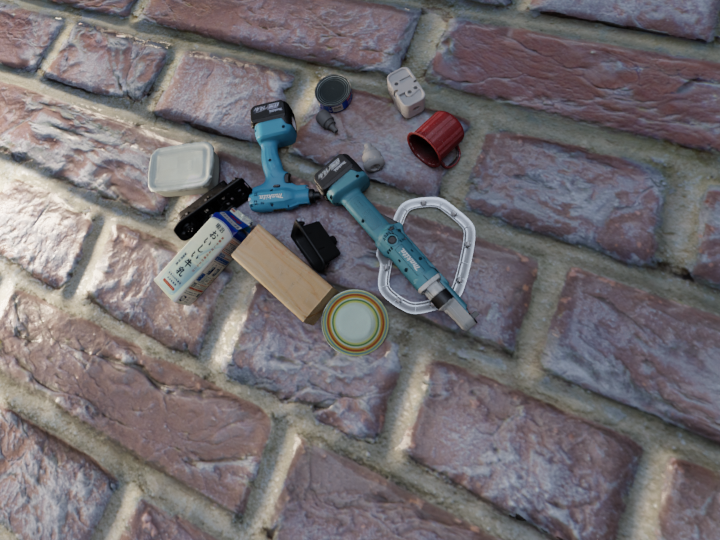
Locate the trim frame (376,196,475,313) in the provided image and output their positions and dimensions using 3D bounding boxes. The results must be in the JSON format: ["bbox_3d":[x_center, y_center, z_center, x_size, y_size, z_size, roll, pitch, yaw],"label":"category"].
[{"bbox_3d":[0.128,-0.035,0.853,0.190,0.026,0.250,14,80,16],"label":"trim frame"}]

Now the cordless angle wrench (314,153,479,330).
[{"bbox_3d":[0.066,-0.056,0.829,0.098,0.071,0.439,-40,69,2],"label":"cordless angle wrench"}]

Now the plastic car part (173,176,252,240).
[{"bbox_3d":[-0.348,-0.149,0.971,0.203,0.063,0.070,-39,63,0],"label":"plastic car part"}]

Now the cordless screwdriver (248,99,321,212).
[{"bbox_3d":[-0.172,-0.256,0.957,0.162,0.072,0.252,-5,78,10],"label":"cordless screwdriver"}]

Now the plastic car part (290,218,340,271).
[{"bbox_3d":[-0.087,-0.057,0.890,0.069,0.065,0.120,-30,71,-28],"label":"plastic car part"}]
